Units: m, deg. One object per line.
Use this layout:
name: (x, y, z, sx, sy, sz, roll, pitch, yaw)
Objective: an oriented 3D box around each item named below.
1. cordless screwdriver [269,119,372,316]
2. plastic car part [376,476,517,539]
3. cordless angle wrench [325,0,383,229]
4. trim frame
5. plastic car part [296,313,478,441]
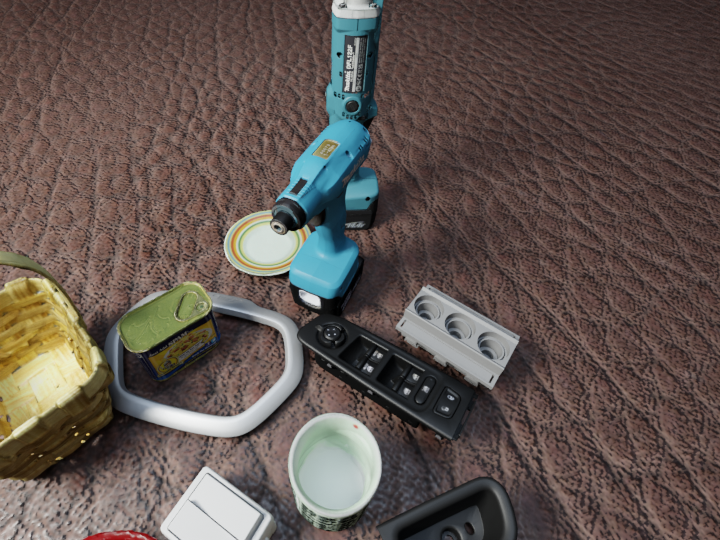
cordless screwdriver: (-0.048, -0.031, 0.489, 0.076, 0.242, 0.159, 21, 52, 12)
plastic car part: (0.078, 0.239, 0.374, 0.114, 0.069, 0.069, -19, 54, -17)
cordless angle wrench: (-0.011, -0.222, 0.539, 0.097, 0.411, 0.077, 0, 50, -5)
trim frame: (-0.192, 0.100, 0.517, 0.252, 0.027, 0.187, 8, 50, 7)
plastic car part: (0.020, 0.116, 0.480, 0.211, 0.065, 0.066, 29, 54, 22)
